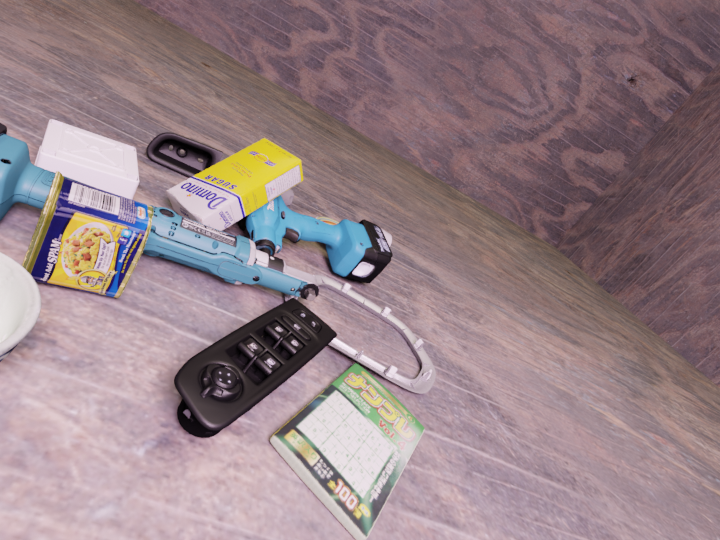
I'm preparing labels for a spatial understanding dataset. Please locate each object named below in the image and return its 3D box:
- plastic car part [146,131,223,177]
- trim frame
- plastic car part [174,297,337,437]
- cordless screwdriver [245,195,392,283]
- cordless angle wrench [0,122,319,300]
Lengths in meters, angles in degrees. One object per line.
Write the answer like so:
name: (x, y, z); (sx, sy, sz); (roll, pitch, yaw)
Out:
plastic car part: (-0.310, -0.204, 0.748); (0.113, 0.066, 0.073); (21, 10, -19)
trim frame: (0.002, 0.079, 0.596); (0.247, 0.027, 0.185); (32, 23, -4)
plastic car part: (-0.098, 0.086, 0.390); (0.067, 0.067, 0.198); (44, 20, 7)
cordless screwdriver: (-0.065, -0.043, 0.670); (0.238, 0.075, 0.166); (20, 36, -28)
cordless angle wrench: (-0.230, -0.043, 0.477); (0.405, 0.074, 0.102); (21, 25, -25)
